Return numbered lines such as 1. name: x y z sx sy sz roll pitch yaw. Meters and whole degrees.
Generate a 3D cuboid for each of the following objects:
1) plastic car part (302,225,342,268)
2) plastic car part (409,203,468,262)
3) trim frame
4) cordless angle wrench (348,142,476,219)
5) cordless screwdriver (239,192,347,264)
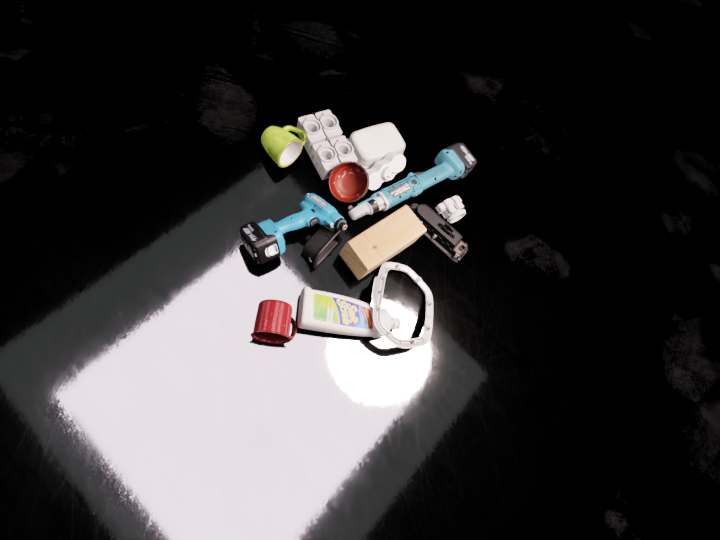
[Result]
1. plastic car part: -0.108 -0.070 1.102 0.074 0.064 0.115 37 68 19
2. plastic car part: 0.216 -0.115 1.183 0.207 0.066 0.066 42 72 9
3. trim frame: 0.107 0.081 1.060 0.180 0.028 0.252 24 50 -11
4. cordless angle wrench: 0.145 -0.244 1.217 0.416 0.074 0.100 -30 78 -19
5. cordless screwdriver: -0.165 -0.101 1.060 0.244 0.071 0.168 -32 49 -23
